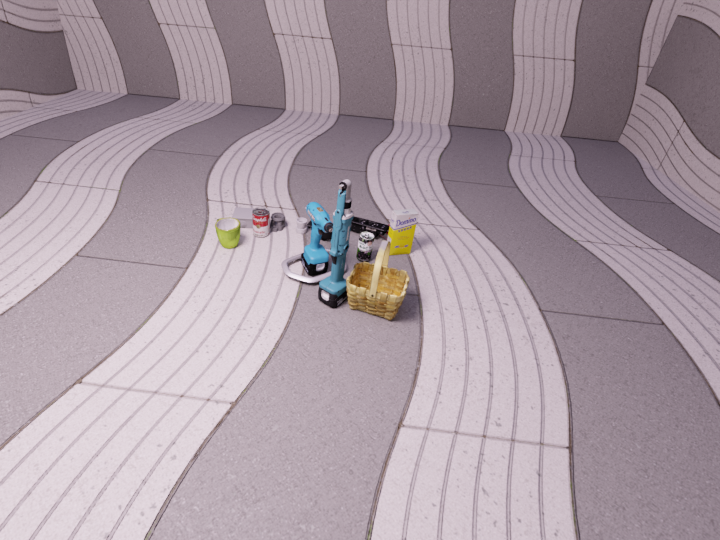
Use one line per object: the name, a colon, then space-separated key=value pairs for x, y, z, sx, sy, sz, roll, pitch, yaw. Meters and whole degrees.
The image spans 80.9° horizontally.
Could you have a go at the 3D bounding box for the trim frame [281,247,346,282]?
trim frame: x=-0.163 y=-0.022 z=1.509 sx=0.241 sy=0.027 sz=0.195 roll=-23 pitch=44 yaw=-34

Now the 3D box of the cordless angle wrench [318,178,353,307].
cordless angle wrench: x=-0.063 y=-0.077 z=1.265 sx=0.078 sy=0.413 sz=0.095 roll=28 pitch=39 yaw=26

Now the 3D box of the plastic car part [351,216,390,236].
plastic car part: x=0.016 y=-0.178 z=1.715 sx=0.211 sy=0.065 sz=0.065 roll=22 pitch=37 yaw=22

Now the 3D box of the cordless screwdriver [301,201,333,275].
cordless screwdriver: x=-0.139 y=-0.091 z=1.422 sx=0.072 sy=0.243 sz=0.168 roll=-10 pitch=38 yaw=-25

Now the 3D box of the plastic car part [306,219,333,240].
plastic car part: x=-0.148 y=-0.153 z=1.658 sx=0.120 sy=0.069 sz=0.066 roll=17 pitch=36 yaw=15
